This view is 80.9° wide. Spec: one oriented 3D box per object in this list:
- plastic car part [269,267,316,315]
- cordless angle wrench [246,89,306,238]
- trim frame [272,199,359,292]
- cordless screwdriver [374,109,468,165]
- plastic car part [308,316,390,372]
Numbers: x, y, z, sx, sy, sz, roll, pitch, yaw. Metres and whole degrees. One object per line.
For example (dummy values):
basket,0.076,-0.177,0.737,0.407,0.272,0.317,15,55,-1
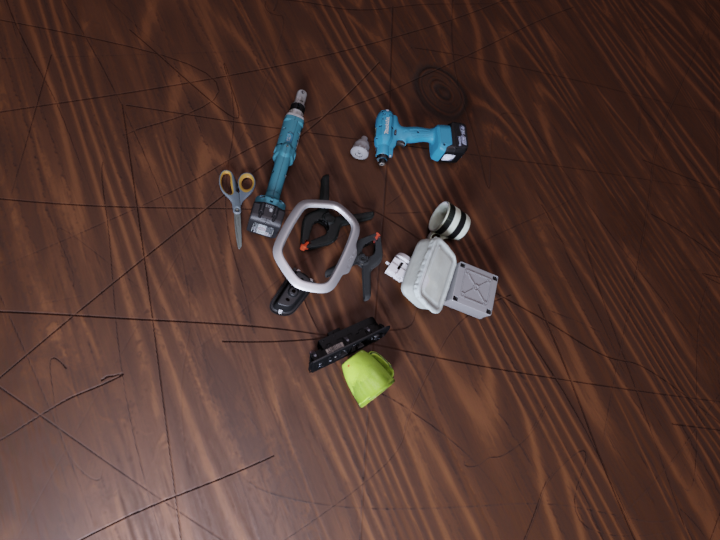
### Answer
plastic car part,-0.151,0.048,0.949,0.066,0.071,0.116,35,65,-2
cordless angle wrench,-0.189,-0.286,1.047,0.073,0.098,0.430,16,66,-14
trim frame,-0.095,-0.062,0.968,0.183,0.027,0.250,26,59,-4
cordless screwdriver,0.159,-0.341,1.148,0.246,0.074,0.162,8,71,-6
plastic car part,-0.031,0.159,0.946,0.199,0.064,0.070,-19,53,-16
